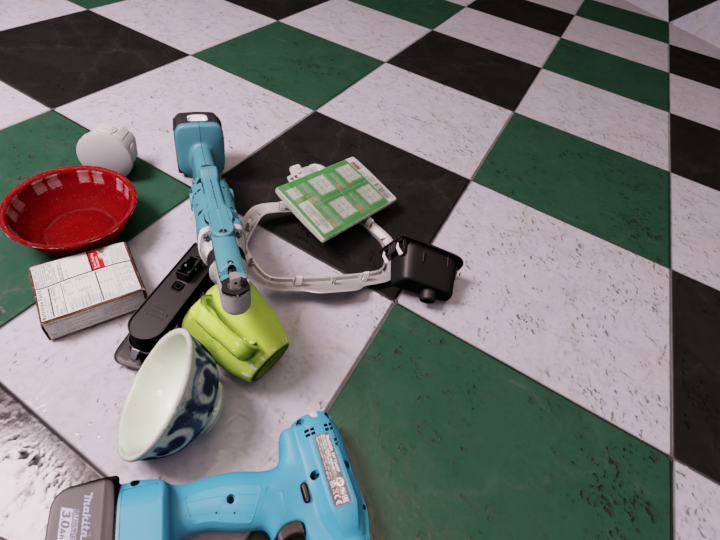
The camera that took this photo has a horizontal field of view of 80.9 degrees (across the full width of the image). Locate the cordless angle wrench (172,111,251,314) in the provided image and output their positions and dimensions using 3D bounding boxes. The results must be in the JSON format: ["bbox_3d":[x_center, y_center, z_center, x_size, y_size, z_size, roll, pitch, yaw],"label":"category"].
[{"bbox_3d":[-0.190,-0.093,0.541,0.072,0.095,0.445,-8,38,-21],"label":"cordless angle wrench"}]

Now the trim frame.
[{"bbox_3d":[-0.059,-0.039,0.603,0.240,0.027,0.192,-2,49,-23],"label":"trim frame"}]

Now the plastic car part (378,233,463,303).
[{"bbox_3d":[0.087,0.007,0.574,0.113,0.067,0.072,21,64,-16],"label":"plastic car part"}]

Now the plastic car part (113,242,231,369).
[{"bbox_3d":[-0.213,0.027,0.511,0.066,0.066,0.204,24,50,-2],"label":"plastic car part"}]

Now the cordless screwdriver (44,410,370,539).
[{"bbox_3d":[-0.110,0.223,0.342,0.241,0.073,0.167,-8,50,-23],"label":"cordless screwdriver"}]
